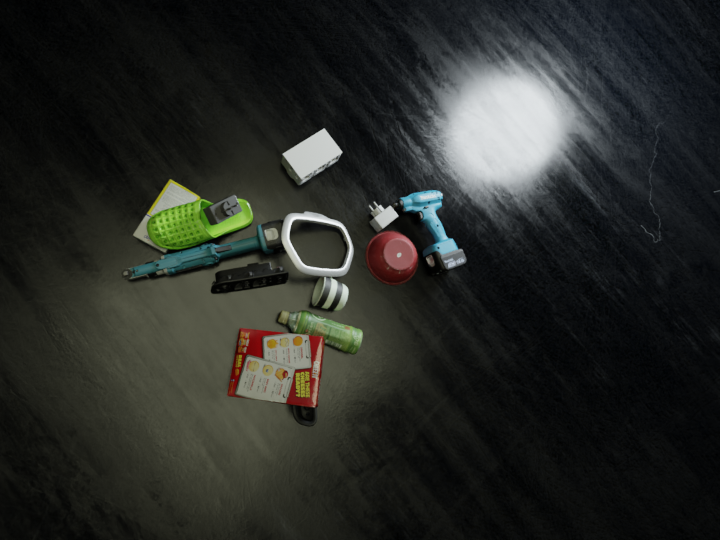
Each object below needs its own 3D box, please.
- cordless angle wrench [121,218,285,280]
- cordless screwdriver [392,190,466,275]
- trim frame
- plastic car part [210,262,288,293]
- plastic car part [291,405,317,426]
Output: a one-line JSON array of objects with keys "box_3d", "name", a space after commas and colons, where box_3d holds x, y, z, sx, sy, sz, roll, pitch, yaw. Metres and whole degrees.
[{"box_3d": [-0.395, -0.041, 1.094, 0.417, 0.098, 0.075, -16, 84, -10], "name": "cordless angle wrench"}, {"box_3d": [0.196, -0.110, 1.227, 0.155, 0.075, 0.253, -12, 77, -22], "name": "cordless screwdriver"}, {"box_3d": [-0.111, -0.072, 1.132, 0.236, 0.028, 0.188, 4, 70, -40], "name": "trim frame"}, {"box_3d": [-0.294, 0.016, 1.109, 0.199, 0.066, 0.069, -14, 72, -15], "name": "plastic car part"}, {"box_3d": [-0.138, 0.330, 1.060, 0.066, 0.069, 0.120, -10, 68, 1], "name": "plastic car part"}]
